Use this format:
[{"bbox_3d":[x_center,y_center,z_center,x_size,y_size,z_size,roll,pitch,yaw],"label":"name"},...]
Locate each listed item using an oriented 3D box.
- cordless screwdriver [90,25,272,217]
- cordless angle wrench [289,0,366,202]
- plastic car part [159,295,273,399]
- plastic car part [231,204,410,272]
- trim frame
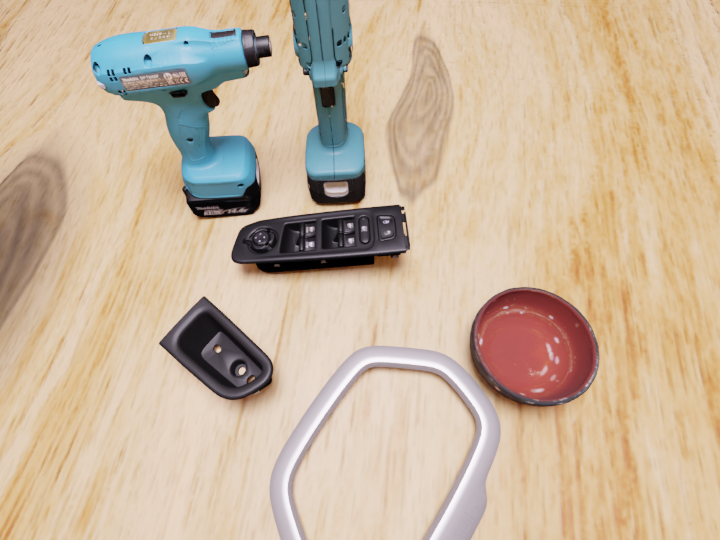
[{"bbox_3d":[-0.158,-0.155,0.473,0.160,0.241,0.076,-5,66,0],"label":"cordless screwdriver"},{"bbox_3d":[-0.034,-0.211,0.392,0.075,0.410,0.100,-2,66,1],"label":"cordless angle wrench"},{"bbox_3d":[-0.140,0.094,0.445,0.121,0.068,0.066,34,72,19],"label":"plastic car part"},{"bbox_3d":[-0.049,-0.032,0.498,0.205,0.065,0.068,-3,65,5],"label":"plastic car part"},{"bbox_3d":[0.024,0.188,0.404,0.191,0.026,0.248,30,71,19],"label":"trim frame"}]
